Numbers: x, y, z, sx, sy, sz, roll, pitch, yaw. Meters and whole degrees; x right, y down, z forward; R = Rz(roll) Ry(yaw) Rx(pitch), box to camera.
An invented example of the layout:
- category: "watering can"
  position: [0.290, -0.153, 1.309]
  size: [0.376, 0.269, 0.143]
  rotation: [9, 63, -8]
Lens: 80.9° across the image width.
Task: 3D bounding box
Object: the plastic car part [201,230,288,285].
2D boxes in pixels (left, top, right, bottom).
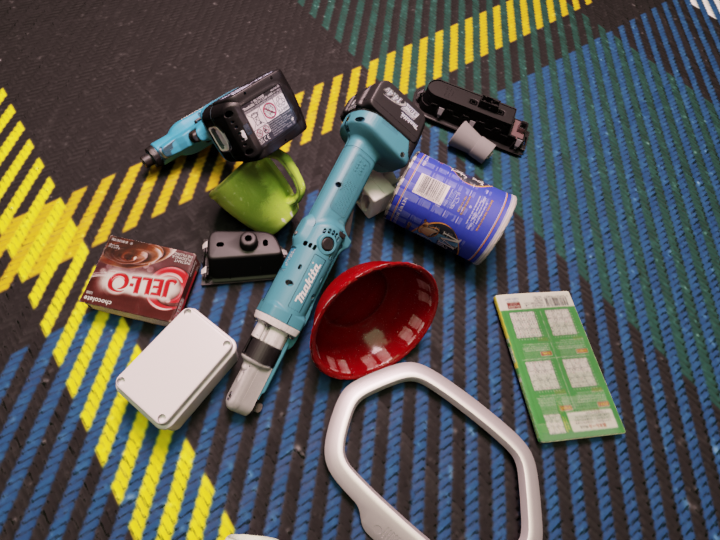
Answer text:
- category: "plastic car part"
  position: [-0.147, -0.024, 0.536]
  size: [0.116, 0.069, 0.068]
  rotation: [-3, 66, -5]

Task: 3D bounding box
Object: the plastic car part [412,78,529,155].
- category: "plastic car part"
  position: [0.182, -0.259, 0.694]
  size: [0.207, 0.065, 0.066]
  rotation: [23, 70, 9]

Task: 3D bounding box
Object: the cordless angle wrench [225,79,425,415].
- category: "cordless angle wrench"
  position: [-0.050, -0.033, 0.510]
  size: [0.094, 0.077, 0.424]
  rotation: [33, 75, -27]

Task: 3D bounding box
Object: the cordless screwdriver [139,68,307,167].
- category: "cordless screwdriver"
  position: [-0.190, -0.178, 0.545]
  size: [0.157, 0.071, 0.262]
  rotation: [-41, 33, -22]

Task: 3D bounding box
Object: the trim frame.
- category: "trim frame"
  position: [0.078, 0.214, 0.456]
  size: [0.254, 0.027, 0.183]
  rotation: [36, 64, 11]
